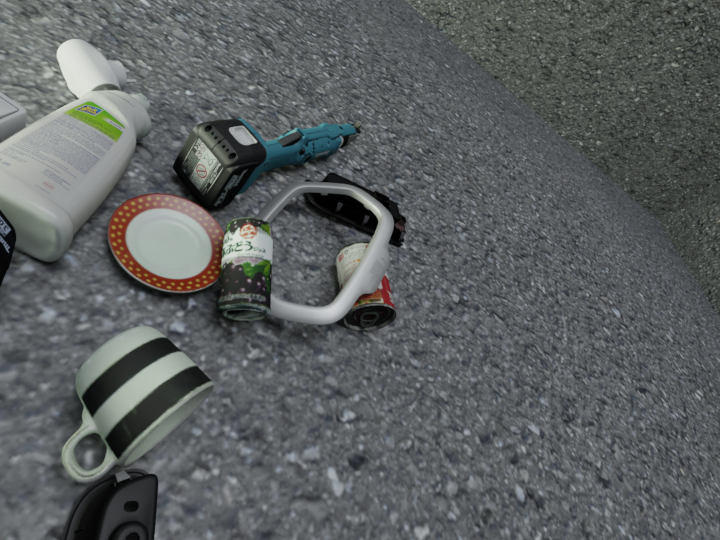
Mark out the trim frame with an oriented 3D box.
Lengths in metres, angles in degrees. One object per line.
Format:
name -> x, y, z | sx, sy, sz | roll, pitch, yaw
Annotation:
trim frame -> -0.053, -0.035, 0.546 | 0.188, 0.027, 0.248 | 23, 50, 10

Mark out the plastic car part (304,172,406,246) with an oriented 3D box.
plastic car part -> 0.002, -0.104, 0.692 | 0.194, 0.068, 0.068 | 18, 54, -26

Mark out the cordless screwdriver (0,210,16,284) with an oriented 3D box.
cordless screwdriver -> -0.284, 0.057, 0.253 | 0.073, 0.154, 0.260 | -10, 46, -12

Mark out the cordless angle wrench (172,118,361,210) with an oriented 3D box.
cordless angle wrench -> -0.101, -0.196, 0.668 | 0.075, 0.099, 0.415 | 48, 34, 1

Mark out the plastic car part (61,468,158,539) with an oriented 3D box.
plastic car part -> -0.159, 0.188, 0.273 | 0.063, 0.072, 0.120 | 18, 49, -33
